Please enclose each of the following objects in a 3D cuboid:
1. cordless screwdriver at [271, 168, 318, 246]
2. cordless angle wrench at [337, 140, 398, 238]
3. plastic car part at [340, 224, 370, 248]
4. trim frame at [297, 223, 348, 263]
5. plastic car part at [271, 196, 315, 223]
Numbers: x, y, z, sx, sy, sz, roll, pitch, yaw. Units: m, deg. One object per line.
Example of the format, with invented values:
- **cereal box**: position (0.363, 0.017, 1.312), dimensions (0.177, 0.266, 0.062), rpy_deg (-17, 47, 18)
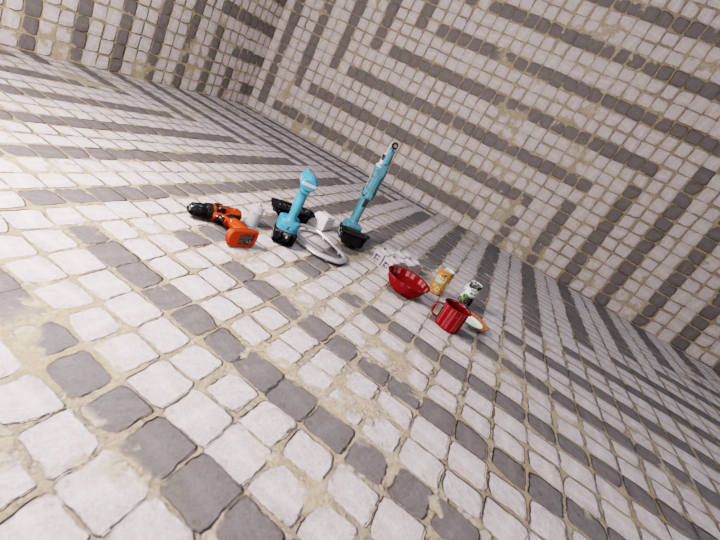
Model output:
- **cordless screwdriver**: position (-0.210, -0.210, 1.373), dimensions (0.072, 0.248, 0.164), rpy_deg (22, 21, -18)
- **cordless angle wrench**: position (0.035, -0.306, 1.644), dimensions (0.072, 0.421, 0.101), rpy_deg (22, 21, -18)
- **plastic car part**: position (-0.030, -0.118, 1.619), dimensions (0.115, 0.070, 0.067), rpy_deg (24, 21, -8)
- **trim frame**: position (-0.145, -0.095, 1.488), dimensions (0.175, 0.027, 0.262), rpy_deg (2, 32, -48)
- **plastic car part**: position (-0.254, -0.216, 1.589), dimensions (0.193, 0.067, 0.070), rpy_deg (6, 30, -44)
